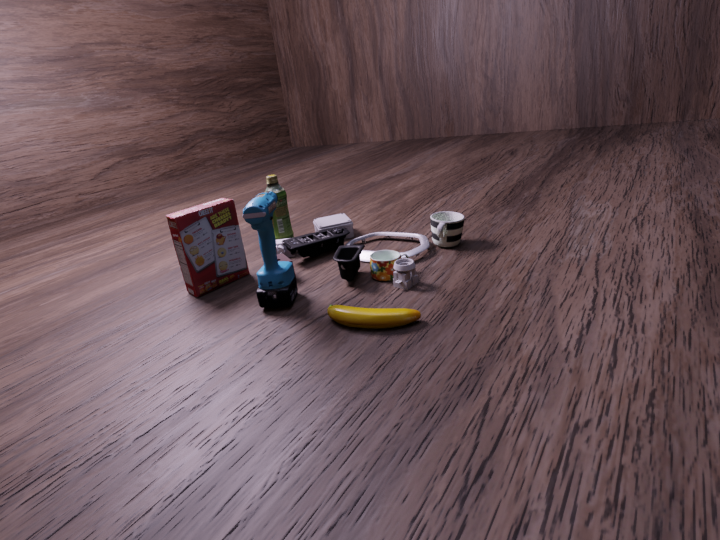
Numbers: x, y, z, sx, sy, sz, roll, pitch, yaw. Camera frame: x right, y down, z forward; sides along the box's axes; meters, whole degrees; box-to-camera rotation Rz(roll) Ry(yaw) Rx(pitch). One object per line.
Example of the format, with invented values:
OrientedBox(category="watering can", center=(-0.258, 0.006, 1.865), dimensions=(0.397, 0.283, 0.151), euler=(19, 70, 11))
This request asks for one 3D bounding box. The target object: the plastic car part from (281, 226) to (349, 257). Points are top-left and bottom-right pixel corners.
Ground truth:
OrientedBox(category="plastic car part", center=(-0.117, -0.077, 1.201), dimensions=(0.197, 0.065, 0.070), euler=(-22, 25, -27))

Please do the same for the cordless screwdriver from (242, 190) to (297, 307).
OrientedBox(category="cordless screwdriver", center=(-0.197, -0.052, 0.949), dimensions=(0.075, 0.242, 0.161), euler=(-5, 21, 7))

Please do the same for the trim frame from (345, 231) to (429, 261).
OrientedBox(category="trim frame", center=(0.068, -0.067, 1.157), dimensions=(0.261, 0.027, 0.180), euler=(8, 28, 34))

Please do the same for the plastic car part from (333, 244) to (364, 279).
OrientedBox(category="plastic car part", center=(-0.028, -0.013, 1.015), dimensions=(0.067, 0.069, 0.117), euler=(-3, 23, 13))
